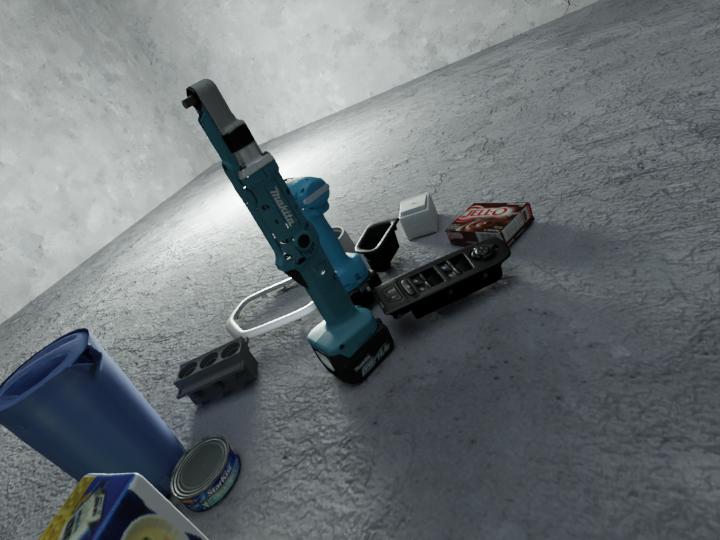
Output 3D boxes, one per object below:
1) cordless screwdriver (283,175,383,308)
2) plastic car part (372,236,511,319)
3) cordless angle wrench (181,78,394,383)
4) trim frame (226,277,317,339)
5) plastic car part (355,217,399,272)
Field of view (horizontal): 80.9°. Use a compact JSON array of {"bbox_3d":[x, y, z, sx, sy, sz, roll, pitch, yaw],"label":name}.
[{"bbox_3d":[-0.070,-0.046,0.712,0.073,0.239,0.167,-40,27,-25],"label":"cordless screwdriver"},{"bbox_3d":[0.125,0.019,0.612,0.203,0.064,0.069,-28,26,1],"label":"plastic car part"},{"bbox_3d":[-0.085,-0.037,0.532,0.097,0.407,0.078,-39,26,-24],"label":"cordless angle wrench"},{"bbox_3d":[-0.158,0.063,0.842,0.251,0.026,0.190,-25,28,8],"label":"trim frame"},{"bbox_3d":[0.037,-0.038,0.784,0.068,0.068,0.117,-11,32,32],"label":"plastic car part"}]
